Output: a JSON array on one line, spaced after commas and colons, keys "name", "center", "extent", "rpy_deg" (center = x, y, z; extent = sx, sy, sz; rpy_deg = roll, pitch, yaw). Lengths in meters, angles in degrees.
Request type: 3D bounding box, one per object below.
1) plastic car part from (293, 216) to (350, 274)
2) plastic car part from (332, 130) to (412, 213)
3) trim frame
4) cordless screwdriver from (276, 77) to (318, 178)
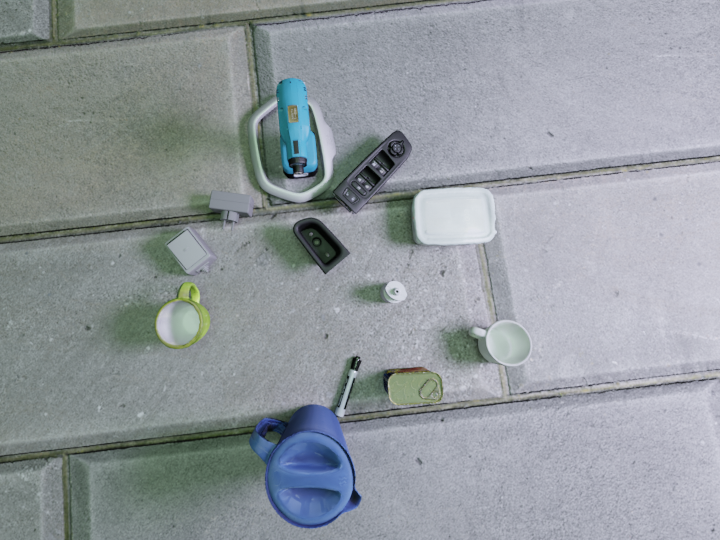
[{"name": "plastic car part", "center": [-0.084, -0.055, 0.863], "extent": [0.066, 0.070, 0.118], "rpy_deg": [-40, 85, -6]}, {"name": "plastic car part", "center": [0.029, -0.204, 0.886], "extent": [0.067, 0.067, 0.202], "rpy_deg": [42, 84, 3]}, {"name": "trim frame", "center": [-0.147, -0.267, 0.916], "extent": [0.184, 0.027, 0.251], "rpy_deg": [-12, 82, -2]}, {"name": "cordless screwdriver", "center": [-0.118, -0.229, 0.799], "extent": [0.074, 0.248, 0.160], "rpy_deg": [-5, 85, -5]}]
